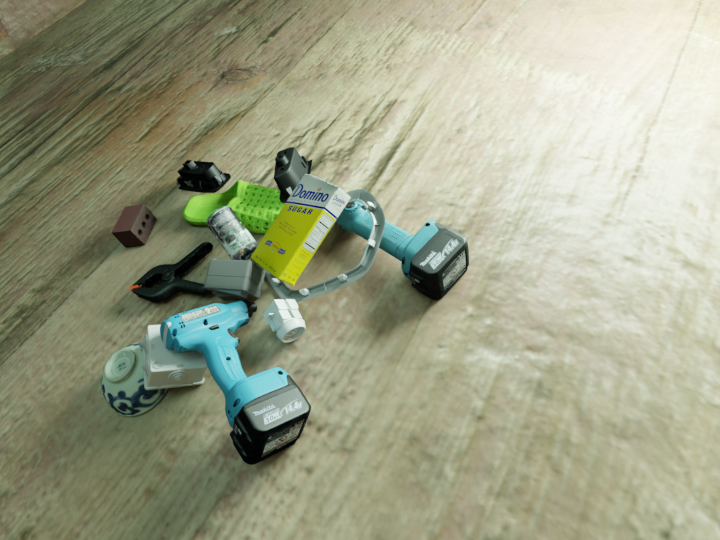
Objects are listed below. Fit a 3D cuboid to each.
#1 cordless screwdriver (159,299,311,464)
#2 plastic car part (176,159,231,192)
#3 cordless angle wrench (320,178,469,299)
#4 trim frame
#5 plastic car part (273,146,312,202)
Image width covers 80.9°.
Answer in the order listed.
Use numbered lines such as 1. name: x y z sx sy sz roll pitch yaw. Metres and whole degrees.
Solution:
1. cordless screwdriver: -0.165 0.136 0.616 0.153 0.073 0.262 -16 45 -43
2. plastic car part: -0.348 -0.210 0.921 0.065 0.064 0.215 -42 39 -26
3. cordless angle wrench: -0.010 -0.100 0.756 0.097 0.071 0.447 -44 52 -15
4. trim frame: -0.070 -0.046 0.714 0.255 0.026 0.190 -22 57 28
5. plastic car part: -0.137 -0.193 0.807 0.067 0.067 0.120 -15 42 16
